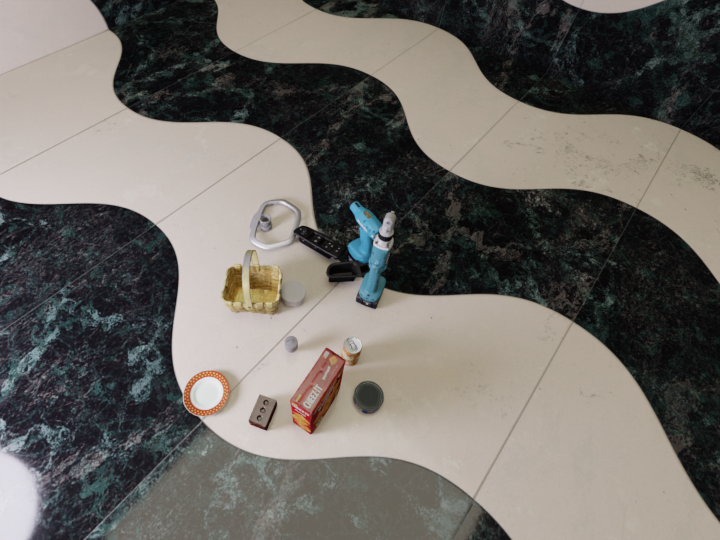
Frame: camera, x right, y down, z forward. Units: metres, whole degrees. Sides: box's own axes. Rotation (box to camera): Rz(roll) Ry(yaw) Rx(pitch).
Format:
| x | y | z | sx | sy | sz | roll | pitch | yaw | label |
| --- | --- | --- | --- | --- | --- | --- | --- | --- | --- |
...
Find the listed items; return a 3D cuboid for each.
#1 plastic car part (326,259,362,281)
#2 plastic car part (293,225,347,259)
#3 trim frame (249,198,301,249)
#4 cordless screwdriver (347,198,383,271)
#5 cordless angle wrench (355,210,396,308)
| x | y | z | sx | sy | sz | roll | pitch | yaw | label |
| --- | --- | --- | --- | --- | --- | --- | --- | --- | --- |
| -0.061 | 0.013 | 1.428 | 0.115 | 0.069 | 0.068 | -6 | 57 | -8 | plastic car part |
| -0.147 | -0.096 | 1.503 | 0.210 | 0.065 | 0.066 | 32 | 59 | 18 | plastic car part |
| -0.319 | -0.175 | 1.575 | 0.185 | 0.027 | 0.254 | 7 | 55 | 3 | trim frame |
| 0.001 | -0.116 | 1.414 | 0.073 | 0.243 | 0.166 | -26 | 62 | -22 | cordless screwdriver |
| 0.053 | -0.025 | 1.249 | 0.076 | 0.413 | 0.098 | 22 | 57 | 7 | cordless angle wrench |
